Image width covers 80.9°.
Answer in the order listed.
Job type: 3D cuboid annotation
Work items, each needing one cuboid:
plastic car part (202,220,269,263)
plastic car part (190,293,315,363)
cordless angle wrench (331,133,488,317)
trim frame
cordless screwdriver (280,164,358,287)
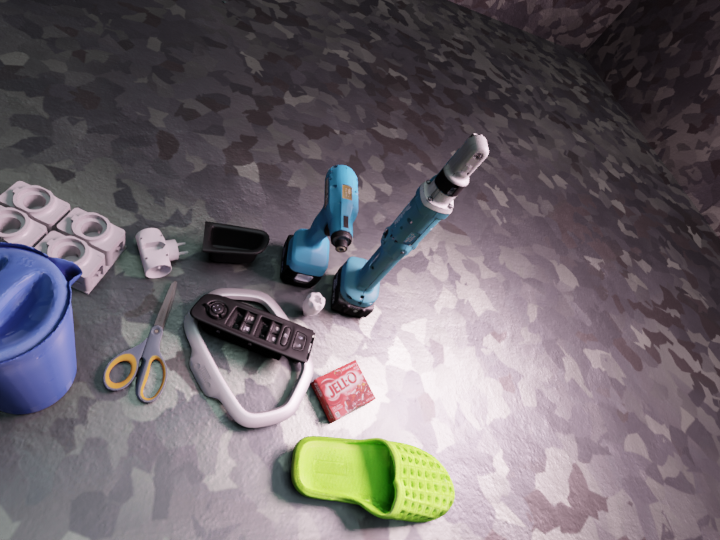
[{"bbox_3d":[-0.231,-0.040,0.774,0.113,0.071,0.068,8,55,-21],"label":"plastic car part"},{"bbox_3d":[-0.180,0.098,0.699,0.200,0.067,0.067,25,50,-7],"label":"plastic car part"},{"bbox_3d":[0.065,-0.053,0.687,0.072,0.424,0.100,18,52,-18],"label":"cordless angle wrench"},{"bbox_3d":[-0.185,0.133,0.698,0.179,0.027,0.256,-25,69,-36],"label":"trim frame"},{"bbox_3d":[-0.072,-0.047,0.735,0.072,0.249,0.164,14,53,-20],"label":"cordless screwdriver"}]
